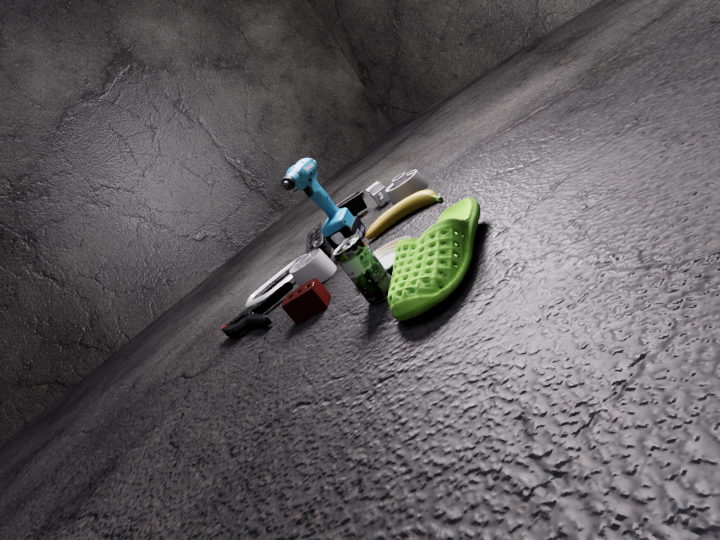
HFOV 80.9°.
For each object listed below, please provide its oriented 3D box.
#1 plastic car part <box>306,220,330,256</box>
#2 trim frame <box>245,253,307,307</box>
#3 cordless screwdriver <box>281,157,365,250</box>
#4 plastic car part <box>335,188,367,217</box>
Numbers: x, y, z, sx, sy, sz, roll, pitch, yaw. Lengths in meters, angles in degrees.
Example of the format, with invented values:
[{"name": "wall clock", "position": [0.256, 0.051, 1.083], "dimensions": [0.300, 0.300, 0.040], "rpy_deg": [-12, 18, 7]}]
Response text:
[{"name": "plastic car part", "position": [-0.115, -0.075, 1.179], "dimensions": [0.067, 0.065, 0.206], "rpy_deg": [-35, 16, 8]}, {"name": "trim frame", "position": [-0.223, 0.026, 1.190], "dimensions": [0.246, 0.027, 0.191], "rpy_deg": [-44, 18, -21]}, {"name": "cordless screwdriver", "position": [-0.095, -0.153, 1.039], "dimensions": [0.076, 0.243, 0.159], "rpy_deg": [-30, 14, 29]}, {"name": "plastic car part", "position": [-0.027, -0.192, 1.308], "dimensions": [0.117, 0.069, 0.067], "rpy_deg": [-35, 14, 4]}]
